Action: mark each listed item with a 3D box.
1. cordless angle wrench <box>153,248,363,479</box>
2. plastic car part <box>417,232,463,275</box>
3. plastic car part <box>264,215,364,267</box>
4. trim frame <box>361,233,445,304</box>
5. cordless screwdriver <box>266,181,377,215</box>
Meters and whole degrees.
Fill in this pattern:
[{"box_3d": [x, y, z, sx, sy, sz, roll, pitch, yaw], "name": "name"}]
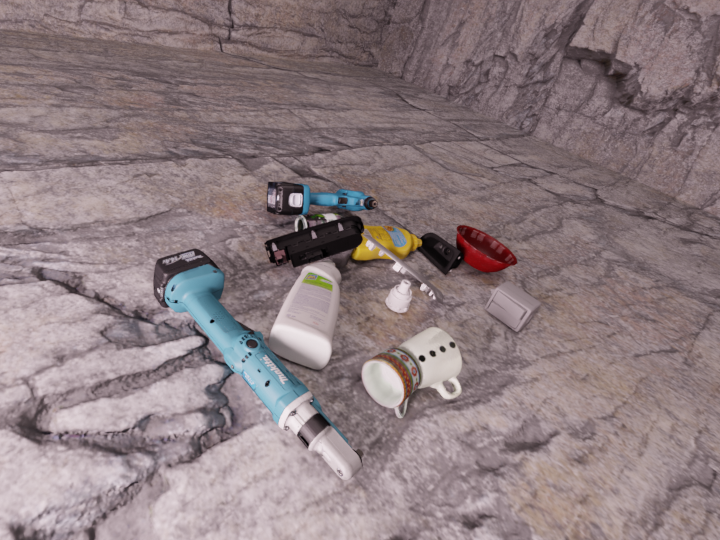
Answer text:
[{"box_3d": [-0.160, 0.121, 0.609, 0.444, 0.073, 0.094, 39, 39, 28], "name": "cordless angle wrench"}, {"box_3d": [0.200, -0.045, 1.017, 0.067, 0.066, 0.123, 11, 26, -39], "name": "plastic car part"}, {"box_3d": [-0.081, -0.053, 0.828, 0.201, 0.063, 0.070, -21, 42, -10], "name": "plastic car part"}, {"box_3d": [0.086, -0.001, 0.820, 0.193, 0.027, 0.236, 39, 2, 28], "name": "trim frame"}, {"box_3d": [-0.092, -0.170, 1.018, 0.239, 0.073, 0.168, -4, 15, -31], "name": "cordless screwdriver"}]
